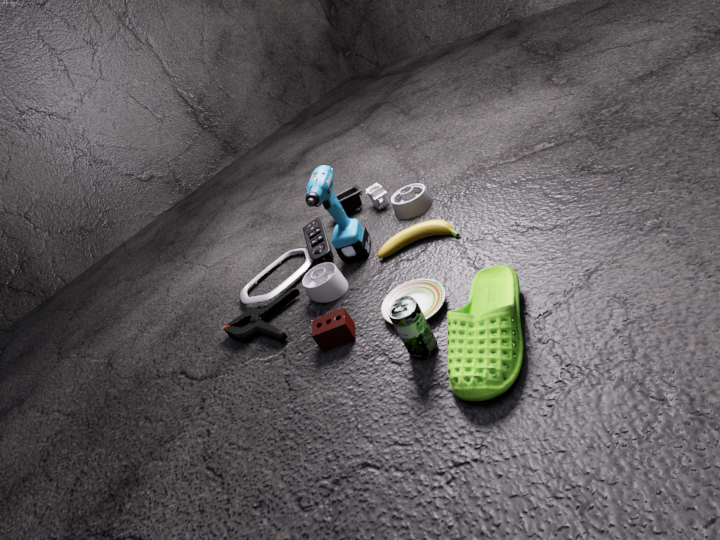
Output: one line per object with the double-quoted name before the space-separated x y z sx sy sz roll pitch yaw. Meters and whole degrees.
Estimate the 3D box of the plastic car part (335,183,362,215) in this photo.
"plastic car part" -0.043 -0.209 1.317 0.116 0.068 0.069 -30 29 1

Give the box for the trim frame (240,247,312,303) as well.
"trim frame" -0.235 0.014 1.199 0.246 0.026 0.194 -45 34 -22

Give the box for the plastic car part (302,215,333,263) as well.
"plastic car part" -0.117 -0.076 1.192 0.067 0.064 0.211 -28 31 4

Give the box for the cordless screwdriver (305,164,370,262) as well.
"cordless screwdriver" -0.060 -0.124 1.043 0.076 0.238 0.162 -17 31 22
